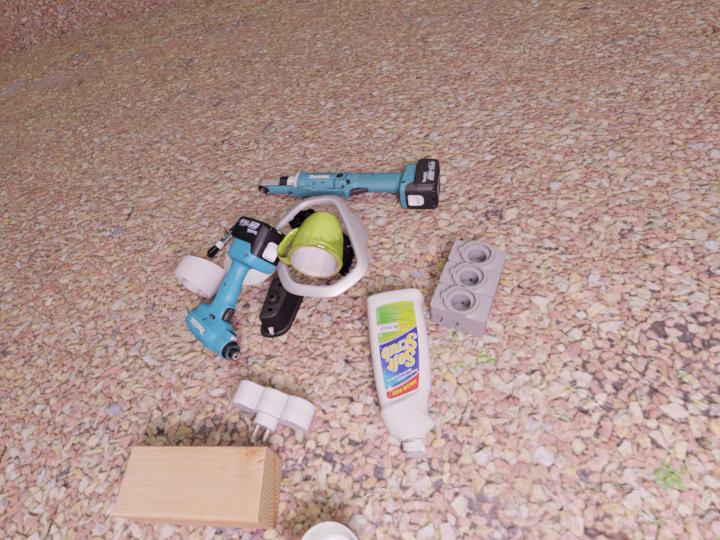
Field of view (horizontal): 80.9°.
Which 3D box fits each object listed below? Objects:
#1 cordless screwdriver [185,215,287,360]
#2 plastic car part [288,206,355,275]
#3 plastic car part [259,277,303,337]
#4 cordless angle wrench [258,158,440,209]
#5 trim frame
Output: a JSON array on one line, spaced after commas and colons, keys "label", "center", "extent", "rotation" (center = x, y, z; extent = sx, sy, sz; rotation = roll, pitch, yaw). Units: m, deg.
[{"label": "cordless screwdriver", "center": [-0.218, 0.031, 0.775], "extent": [0.168, 0.070, 0.249], "rotation": [25, 84, 42]}, {"label": "plastic car part", "center": [-0.078, -0.077, 0.883], "extent": [0.065, 0.064, 0.214], "rotation": [-32, 52, -30]}, {"label": "plastic car part", "center": [-0.154, 0.061, 0.792], "extent": [0.068, 0.068, 0.118], "rotation": [7, 52, 16]}, {"label": "cordless angle wrench", "center": [-0.040, -0.195, 0.962], "extent": [0.437, 0.071, 0.099], "rotation": [4, 54, 20]}, {"label": "trim frame", "center": [-0.079, -0.052, 0.809], "extent": [0.185, 0.026, 0.260], "rotation": [-24, 51, 3]}]
